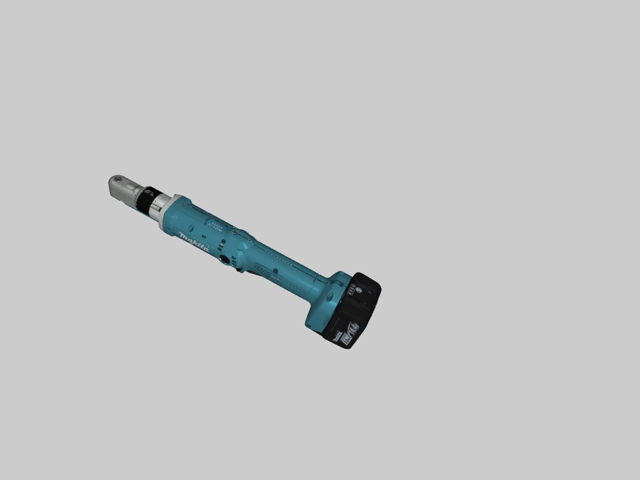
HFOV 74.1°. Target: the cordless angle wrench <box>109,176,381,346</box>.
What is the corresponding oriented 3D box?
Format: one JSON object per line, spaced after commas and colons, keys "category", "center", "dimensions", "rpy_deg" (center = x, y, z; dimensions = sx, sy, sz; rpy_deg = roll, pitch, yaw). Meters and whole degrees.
{"category": "cordless angle wrench", "center": [-0.122, 0.012, 0.608], "dimensions": [0.423, 0.074, 0.098], "rpy_deg": [28, -42, 4]}
